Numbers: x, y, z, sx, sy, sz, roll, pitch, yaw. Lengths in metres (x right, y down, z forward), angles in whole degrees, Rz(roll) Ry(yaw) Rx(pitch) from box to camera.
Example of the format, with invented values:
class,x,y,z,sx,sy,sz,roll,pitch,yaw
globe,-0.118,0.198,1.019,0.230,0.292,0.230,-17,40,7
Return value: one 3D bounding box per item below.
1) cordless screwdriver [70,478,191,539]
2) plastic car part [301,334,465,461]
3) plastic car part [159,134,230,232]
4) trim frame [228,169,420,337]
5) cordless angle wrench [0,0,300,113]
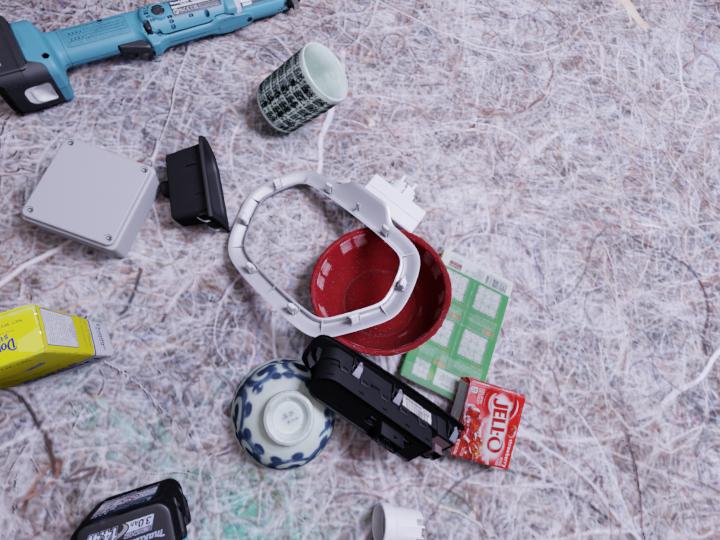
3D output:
class,x,y,z,sx,sy,sz,roll,pitch,yaw
cordless screwdriver,-0.207,0.345,0.387,0.156,0.075,0.252,-18,82,-14
plastic car part,0.016,0.149,0.455,0.200,0.067,0.067,40,38,-8
plastic car part,-0.211,-0.102,0.526,0.071,0.064,0.119,-17,75,-1
trim frame,-0.049,-0.032,0.506,0.183,0.026,0.260,-43,64,-16
cordless angle wrench,-0.272,-0.330,0.574,0.416,0.074,0.099,-28,82,-18
